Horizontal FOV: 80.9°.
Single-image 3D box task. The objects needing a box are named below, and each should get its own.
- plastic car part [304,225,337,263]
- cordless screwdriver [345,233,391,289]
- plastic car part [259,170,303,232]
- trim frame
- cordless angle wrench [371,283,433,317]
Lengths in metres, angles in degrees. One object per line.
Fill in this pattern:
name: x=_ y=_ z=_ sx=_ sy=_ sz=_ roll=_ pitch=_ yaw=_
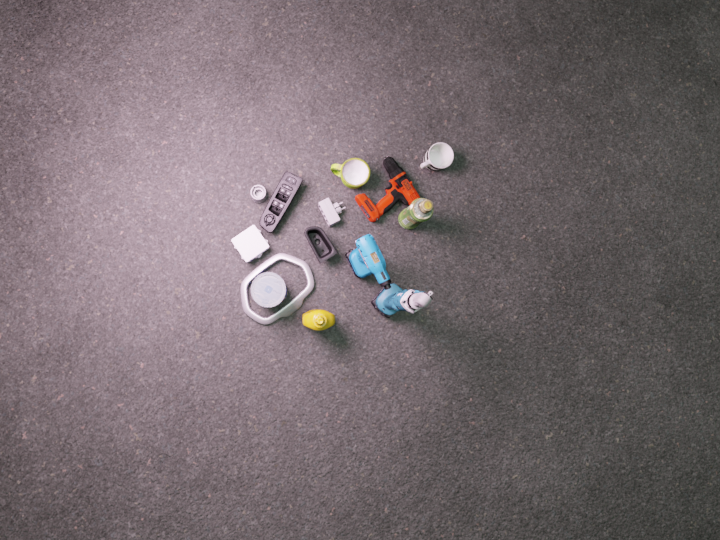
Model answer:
plastic car part: x=-0.132 y=-0.086 z=1.345 sx=0.065 sy=0.071 sz=0.117 roll=-30 pitch=86 yaw=-8
cordless screwdriver: x=0.027 y=-0.014 z=1.254 sx=0.074 sy=0.249 sz=0.160 roll=-26 pitch=88 yaw=-9
plastic car part: x=-0.259 y=-0.215 z=1.358 sx=0.066 sy=0.067 sz=0.203 roll=28 pitch=82 yaw=-2
trim frame: x=-0.265 y=0.058 z=1.341 sx=0.247 sy=0.027 sz=0.185 roll=-39 pitch=86 yaw=-7
cordless angle wrench: x=0.115 y=0.083 z=1.157 sx=0.074 sy=0.424 sz=0.098 roll=43 pitch=82 yaw=-3
